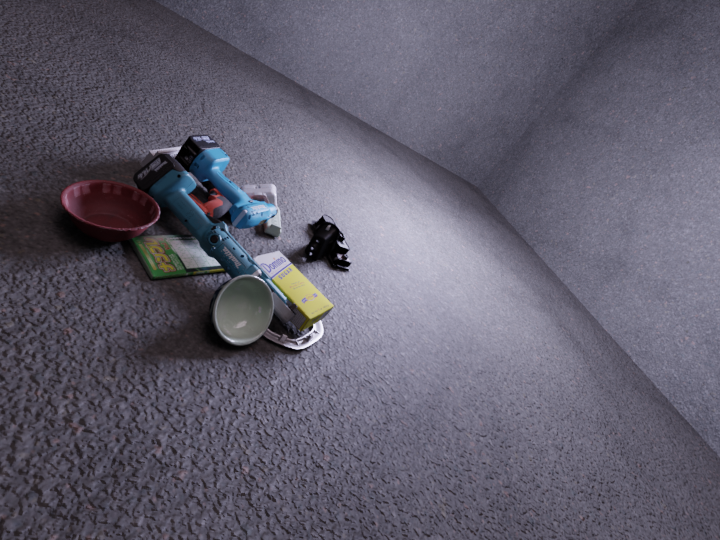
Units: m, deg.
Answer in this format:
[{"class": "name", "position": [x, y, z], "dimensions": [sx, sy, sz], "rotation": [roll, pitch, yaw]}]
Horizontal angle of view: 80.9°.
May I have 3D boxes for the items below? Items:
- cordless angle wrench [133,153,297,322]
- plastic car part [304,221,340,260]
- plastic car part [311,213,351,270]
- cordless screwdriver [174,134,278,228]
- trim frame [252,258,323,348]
[{"class": "cordless angle wrench", "position": [-0.281, -0.057, 0.833], "dimensions": [0.433, 0.097, 0.073], "rotation": [45, -10, 12]}, {"class": "plastic car part", "position": [-0.106, -0.069, 1.080], "dimensions": [0.067, 0.116, 0.070], "rotation": [40, 50, 6]}, {"class": "plastic car part", "position": [-0.080, -0.091, 1.189], "dimensions": [0.063, 0.067, 0.214], "rotation": [8, 35, -38]}, {"class": "cordless screwdriver", "position": [-0.302, -0.204, 0.986], "dimensions": [0.252, 0.075, 0.156], "rotation": [47, 24, 6]}, {"class": "trim frame", "position": [-0.167, 0.060, 0.879], "dimensions": [0.175, 0.027, 0.261], "rotation": [12, 36, -36]}]
